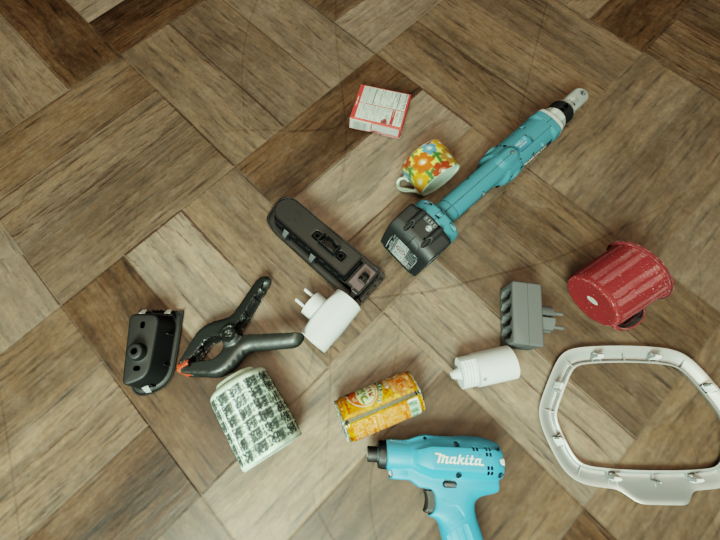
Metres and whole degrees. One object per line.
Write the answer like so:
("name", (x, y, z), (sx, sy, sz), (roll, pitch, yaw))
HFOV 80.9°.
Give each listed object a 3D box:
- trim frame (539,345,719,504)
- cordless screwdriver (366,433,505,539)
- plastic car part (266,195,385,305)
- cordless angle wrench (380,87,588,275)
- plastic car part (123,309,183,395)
("trim frame", (0.354, 0.189, 0.534), (0.249, 0.027, 0.187), (1, 71, 0))
("cordless screwdriver", (0.086, 0.319, 0.473), (0.160, 0.072, 0.254), (1, 67, 1))
("plastic car part", (-0.060, -0.039, 0.614), (0.210, 0.065, 0.066), (40, 82, 17))
("cordless angle wrench", (0.209, -0.157, 0.633), (0.419, 0.097, 0.076), (-41, 81, -16))
("plastic car part", (-0.284, 0.103, 0.562), (0.066, 0.069, 0.119), (-1, 68, 0))
